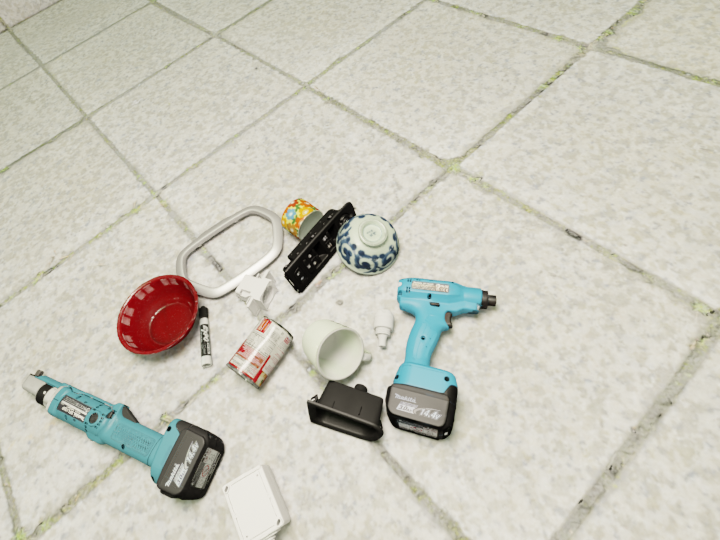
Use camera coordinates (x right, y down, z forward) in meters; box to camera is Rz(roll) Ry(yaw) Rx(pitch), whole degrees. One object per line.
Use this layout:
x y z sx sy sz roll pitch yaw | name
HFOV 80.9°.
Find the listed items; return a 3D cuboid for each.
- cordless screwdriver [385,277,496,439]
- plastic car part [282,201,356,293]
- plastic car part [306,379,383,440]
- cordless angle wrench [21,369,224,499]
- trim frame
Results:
0.126 0.124 0.655 0.163 0.071 0.253 3 55 14 | cordless screwdriver
-0.081 -0.053 0.829 0.202 0.063 0.071 -49 36 -17 | plastic car part
-0.016 0.207 0.647 0.120 0.063 0.071 10 46 15 | plastic car part
-0.427 0.252 0.708 0.440 0.071 0.099 12 61 22 | cordless angle wrench
-0.272 -0.044 0.885 0.247 0.026 0.194 -38 58 -10 | trim frame
